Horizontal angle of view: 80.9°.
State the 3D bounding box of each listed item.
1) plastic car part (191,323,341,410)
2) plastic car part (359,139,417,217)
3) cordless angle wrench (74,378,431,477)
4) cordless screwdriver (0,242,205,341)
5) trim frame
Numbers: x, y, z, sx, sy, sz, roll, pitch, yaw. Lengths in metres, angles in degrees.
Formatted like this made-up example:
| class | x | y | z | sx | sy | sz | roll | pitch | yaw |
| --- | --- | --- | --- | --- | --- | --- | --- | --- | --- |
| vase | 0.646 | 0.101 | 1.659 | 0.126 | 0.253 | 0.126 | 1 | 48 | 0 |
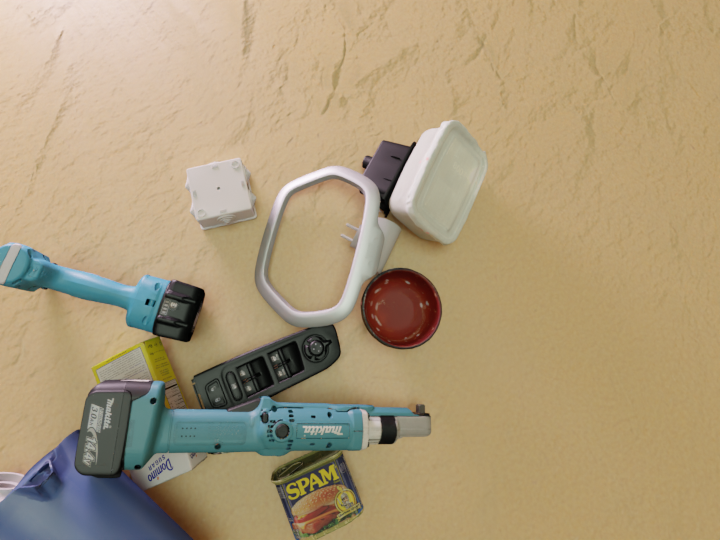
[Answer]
| class | x | y | z | sx | sy | sz | roll | pitch | yaw |
| --- | --- | --- | --- | --- | --- | --- | --- | --- | --- |
| plastic car part | -0.121 | 0.137 | 0.584 | 0.200 | 0.066 | 0.068 | -23 | 75 | -12 |
| plastic car part | 0.035 | -0.154 | 0.661 | 0.073 | 0.064 | 0.117 | 21 | 75 | 14 |
| cordless angle wrench | -0.103 | 0.191 | 0.518 | 0.412 | 0.075 | 0.099 | 6 | 75 | -16 |
| cordless screwdriver | -0.345 | 0.031 | 0.579 | 0.242 | 0.162 | 0.075 | 19 | 76 | -16 |
| trim frame | -0.061 | -0.040 | 0.619 | 0.191 | 0.026 | 0.250 | 9 | 75 | 21 |
